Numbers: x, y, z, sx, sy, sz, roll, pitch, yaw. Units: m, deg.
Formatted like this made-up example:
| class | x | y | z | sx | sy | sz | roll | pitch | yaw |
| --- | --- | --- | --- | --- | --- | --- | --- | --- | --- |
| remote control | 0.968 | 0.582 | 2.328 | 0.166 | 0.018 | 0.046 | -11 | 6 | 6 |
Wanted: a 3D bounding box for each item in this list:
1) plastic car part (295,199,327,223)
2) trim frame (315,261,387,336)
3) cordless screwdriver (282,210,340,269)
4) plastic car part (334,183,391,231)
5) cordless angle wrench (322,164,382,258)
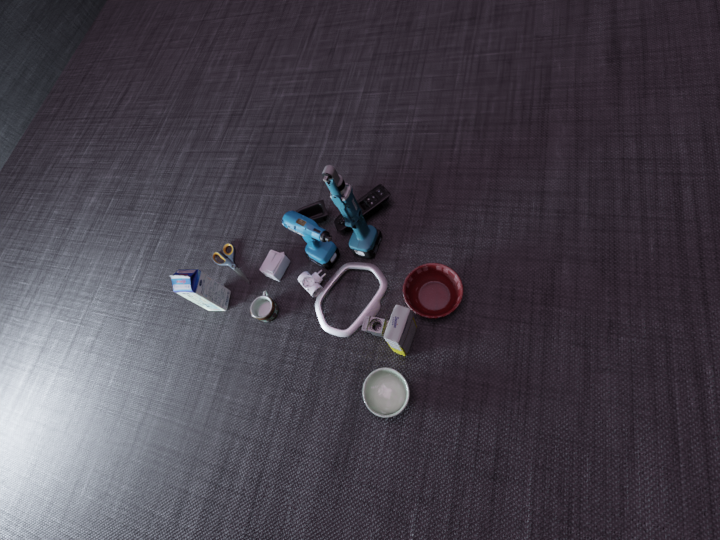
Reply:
| class | x | y | z | sx | sy | sz | roll | pitch | yaw |
| --- | --- | --- | --- | --- | --- | --- | --- | --- | --- |
| plastic car part | -0.163 | -0.179 | 1.419 | 0.118 | 0.067 | 0.068 | -19 | 62 | 9 |
| trim frame | -0.029 | 0.083 | 1.270 | 0.194 | 0.026 | 0.248 | 33 | 80 | 29 |
| cordless screwdriver | -0.123 | -0.081 | 1.259 | 0.167 | 0.237 | 0.074 | 28 | 76 | 26 |
| plastic car part | 0.005 | -0.192 | 1.368 | 0.203 | 0.064 | 0.069 | -34 | 60 | 1 |
| cordless angle wrench | -0.026 | -0.160 | 1.166 | 0.077 | 0.403 | 0.098 | 15 | 71 | 21 |
